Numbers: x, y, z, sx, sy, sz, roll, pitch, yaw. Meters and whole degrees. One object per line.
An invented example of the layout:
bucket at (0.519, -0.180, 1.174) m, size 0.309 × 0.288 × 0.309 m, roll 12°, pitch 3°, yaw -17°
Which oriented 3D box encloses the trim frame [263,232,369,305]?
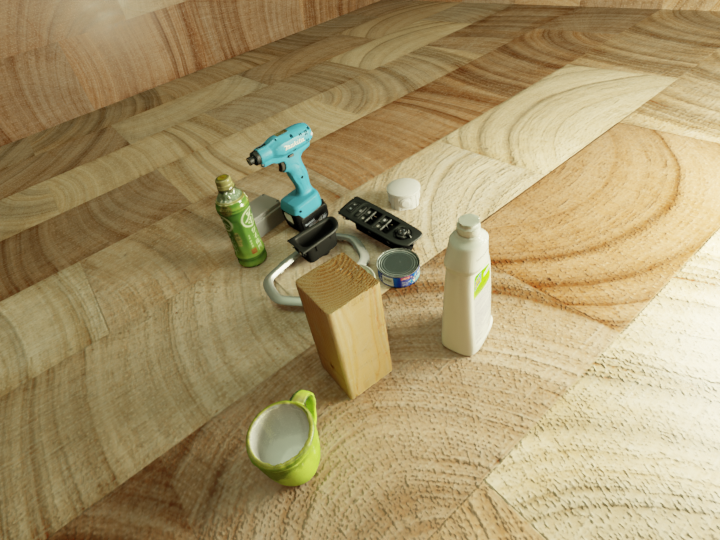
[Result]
trim frame at (-0.093, -0.006, 0.902) m, size 0.194 × 0.026 × 0.245 m, roll 24°, pitch 54°, yaw 35°

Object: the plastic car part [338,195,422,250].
plastic car part at (0.043, -0.093, 0.932) m, size 0.065 × 0.064 × 0.215 m, roll -37°, pitch 46°, yaw -26°

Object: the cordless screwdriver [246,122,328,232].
cordless screwdriver at (-0.164, -0.197, 0.971) m, size 0.156 × 0.239 × 0.079 m, roll -36°, pitch 47°, yaw -26°

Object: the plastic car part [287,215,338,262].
plastic car part at (-0.091, -0.059, 0.928) m, size 0.114 × 0.068 × 0.070 m, roll -33°, pitch 45°, yaw -22°
